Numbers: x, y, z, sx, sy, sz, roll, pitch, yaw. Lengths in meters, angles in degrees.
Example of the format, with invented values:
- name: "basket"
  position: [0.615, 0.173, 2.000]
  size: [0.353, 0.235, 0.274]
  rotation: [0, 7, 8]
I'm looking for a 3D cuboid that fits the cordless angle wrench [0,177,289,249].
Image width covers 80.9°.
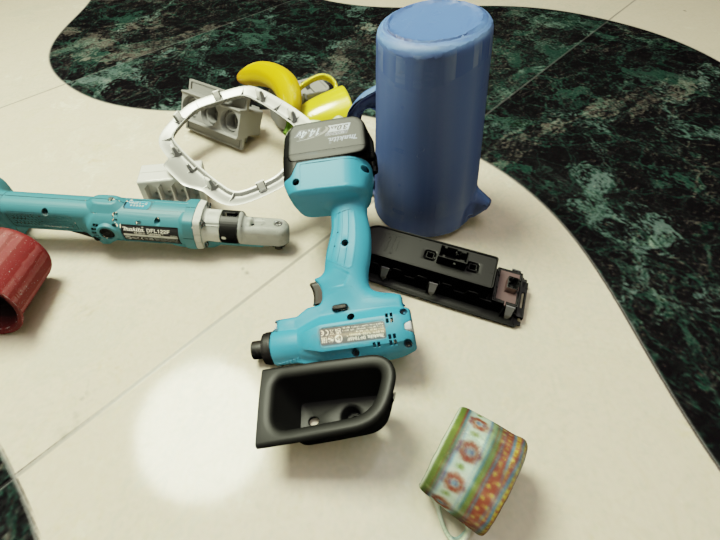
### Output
- name: "cordless angle wrench"
  position: [-0.297, -0.061, 0.512]
  size: [0.423, 0.095, 0.076]
  rotation: [4, 46, 1]

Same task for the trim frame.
- name: "trim frame"
  position: [-0.172, -0.176, 0.563]
  size: [0.183, 0.026, 0.261]
  rotation: [-42, 60, -13]

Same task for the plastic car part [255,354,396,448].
- name: "plastic car part"
  position: [-0.021, 0.117, 0.357]
  size: [0.118, 0.067, 0.068]
  rotation: [-11, 50, 11]

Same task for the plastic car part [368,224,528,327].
- name: "plastic car part"
  position: [0.079, -0.003, 0.467]
  size: [0.210, 0.064, 0.067]
  rotation: [15, 66, 18]

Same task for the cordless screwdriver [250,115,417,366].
- name: "cordless screwdriver"
  position: [-0.043, -0.028, 0.438]
  size: [0.161, 0.072, 0.254]
  rotation: [-11, 71, 9]
